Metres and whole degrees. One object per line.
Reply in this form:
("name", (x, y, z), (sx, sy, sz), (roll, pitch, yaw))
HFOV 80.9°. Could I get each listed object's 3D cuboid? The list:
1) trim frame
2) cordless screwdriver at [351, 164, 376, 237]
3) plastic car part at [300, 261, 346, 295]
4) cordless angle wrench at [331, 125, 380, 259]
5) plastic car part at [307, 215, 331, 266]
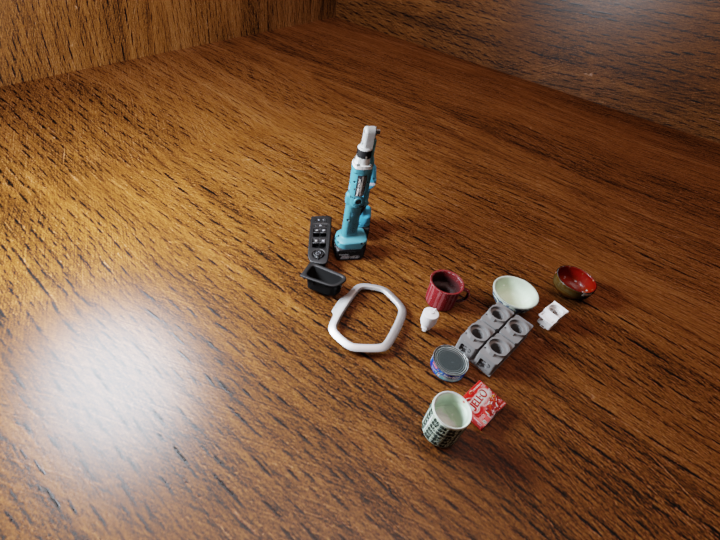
("trim frame", (0.018, 0.121, 1.114), (0.190, 0.027, 0.248), (21, 45, 14))
("cordless screwdriver", (0.006, -0.233, 1.330), (0.074, 0.243, 0.163), (8, 43, -4))
("plastic car part", (-0.101, 0.035, 1.159), (0.120, 0.069, 0.066), (22, 44, 14))
("cordless angle wrench", (-0.009, -0.204, 1.173), (0.096, 0.413, 0.077), (0, 44, -13))
("plastic car part", (-0.125, -0.082, 1.283), (0.066, 0.065, 0.209), (4, 43, -5))
